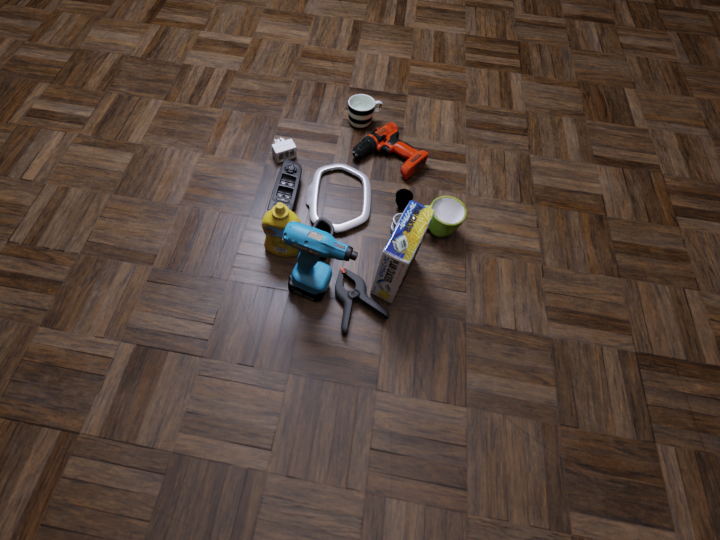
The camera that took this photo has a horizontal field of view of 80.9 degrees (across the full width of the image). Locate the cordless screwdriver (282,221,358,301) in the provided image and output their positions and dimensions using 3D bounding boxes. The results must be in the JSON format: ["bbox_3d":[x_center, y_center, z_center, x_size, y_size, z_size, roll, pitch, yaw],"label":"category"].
[{"bbox_3d":[-0.093,-0.009,0.959,0.162,0.243,0.075,21,61,6],"label":"cordless screwdriver"}]

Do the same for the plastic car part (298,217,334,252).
[{"bbox_3d":[-0.107,-0.070,1.094,0.067,0.069,0.117,20,61,6],"label":"plastic car part"}]

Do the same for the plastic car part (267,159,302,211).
[{"bbox_3d":[-0.206,-0.224,1.183,0.066,0.065,0.207,8,60,0],"label":"plastic car part"}]

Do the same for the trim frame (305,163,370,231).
[{"bbox_3d":[-0.063,-0.211,1.202,0.184,0.027,0.255,2,60,0],"label":"trim frame"}]
